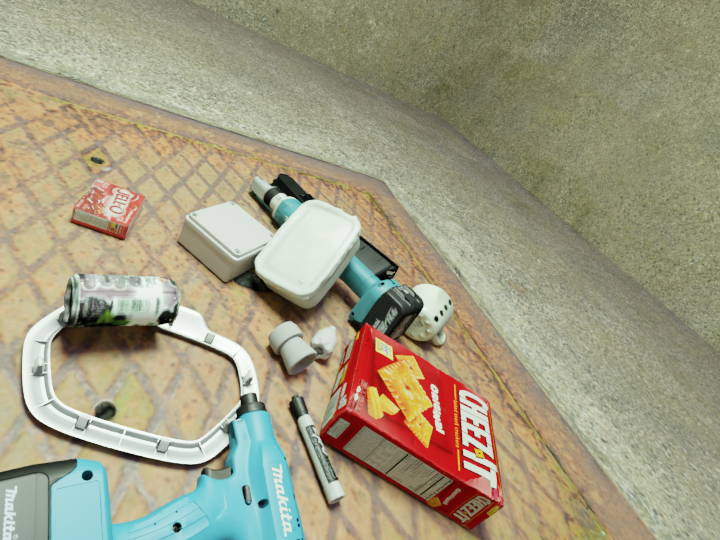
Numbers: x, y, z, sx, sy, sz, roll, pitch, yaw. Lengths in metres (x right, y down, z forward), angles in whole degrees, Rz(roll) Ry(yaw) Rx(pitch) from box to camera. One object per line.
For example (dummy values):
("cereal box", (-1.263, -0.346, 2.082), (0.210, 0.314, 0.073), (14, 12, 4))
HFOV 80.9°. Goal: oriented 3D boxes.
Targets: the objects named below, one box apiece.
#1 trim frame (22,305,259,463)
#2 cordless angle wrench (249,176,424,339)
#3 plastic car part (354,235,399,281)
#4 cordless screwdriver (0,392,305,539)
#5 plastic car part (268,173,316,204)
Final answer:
("trim frame", (-0.223, 0.104, 0.454), (0.242, 0.027, 0.189), (21, 30, -14))
("cordless angle wrench", (-0.075, -0.049, 0.765), (0.443, 0.098, 0.071), (44, 27, 27))
("plastic car part", (0.003, -0.011, 0.815), (0.121, 0.065, 0.069), (40, 44, 20))
("cordless screwdriver", (-0.164, 0.178, 0.337), (0.236, 0.075, 0.166), (11, 42, -38))
("plastic car part", (-0.127, -0.134, 0.875), (0.064, 0.066, 0.213), (-15, 51, -45))
